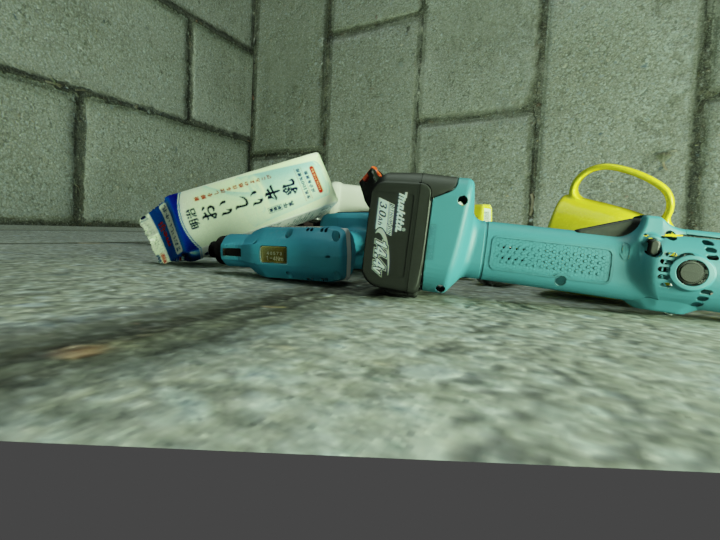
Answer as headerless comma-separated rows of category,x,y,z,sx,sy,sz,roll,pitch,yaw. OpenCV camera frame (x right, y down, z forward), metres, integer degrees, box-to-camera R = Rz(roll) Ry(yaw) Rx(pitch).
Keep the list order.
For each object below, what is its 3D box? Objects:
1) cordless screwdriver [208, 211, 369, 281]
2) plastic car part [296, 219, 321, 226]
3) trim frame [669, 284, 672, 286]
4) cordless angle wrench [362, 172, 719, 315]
cordless screwdriver,-0.050,-0.033,0.511,0.165,0.074,0.241,2,9,22
plastic car part,-0.030,-0.061,0.727,0.069,0.068,0.193,-28,-19,36
trim frame,0.269,0.003,0.513,0.186,0.027,0.247,4,4,2
cordless angle wrench,0.217,-0.003,0.298,0.435,0.097,0.072,8,5,15
